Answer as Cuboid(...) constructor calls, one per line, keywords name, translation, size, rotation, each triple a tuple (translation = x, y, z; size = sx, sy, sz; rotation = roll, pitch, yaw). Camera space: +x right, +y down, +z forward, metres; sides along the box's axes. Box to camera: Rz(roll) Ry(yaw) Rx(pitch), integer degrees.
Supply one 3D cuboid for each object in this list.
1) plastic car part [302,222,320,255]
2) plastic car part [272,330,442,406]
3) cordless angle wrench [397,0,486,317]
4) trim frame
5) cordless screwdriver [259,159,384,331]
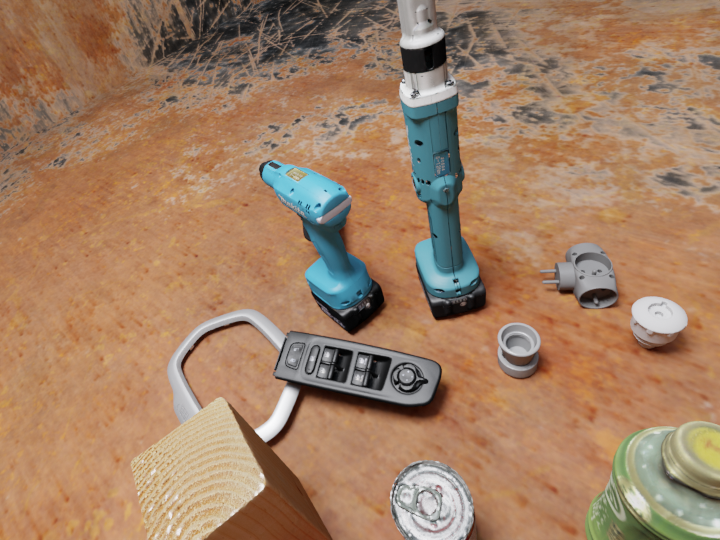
Cuboid(name="plastic car part", translation=(-0.062, -0.064, 0.732), size=(0.067, 0.068, 0.121), rotation=(-14, 45, 6))
Cuboid(name="plastic car part", translation=(-0.004, 0.131, 0.526), size=(0.211, 0.064, 0.067), rotation=(3, 49, 23))
Cuboid(name="cordless angle wrench", translation=(0.086, -0.105, 0.475), size=(0.075, 0.403, 0.102), rotation=(-15, 44, 3))
Cuboid(name="trim frame", translation=(-0.184, 0.148, 0.605), size=(0.182, 0.026, 0.263), rotation=(-41, 47, -19))
Cuboid(name="cordless screwdriver", translation=(-0.057, -0.037, 0.583), size=(0.073, 0.237, 0.169), rotation=(-38, 47, -19))
